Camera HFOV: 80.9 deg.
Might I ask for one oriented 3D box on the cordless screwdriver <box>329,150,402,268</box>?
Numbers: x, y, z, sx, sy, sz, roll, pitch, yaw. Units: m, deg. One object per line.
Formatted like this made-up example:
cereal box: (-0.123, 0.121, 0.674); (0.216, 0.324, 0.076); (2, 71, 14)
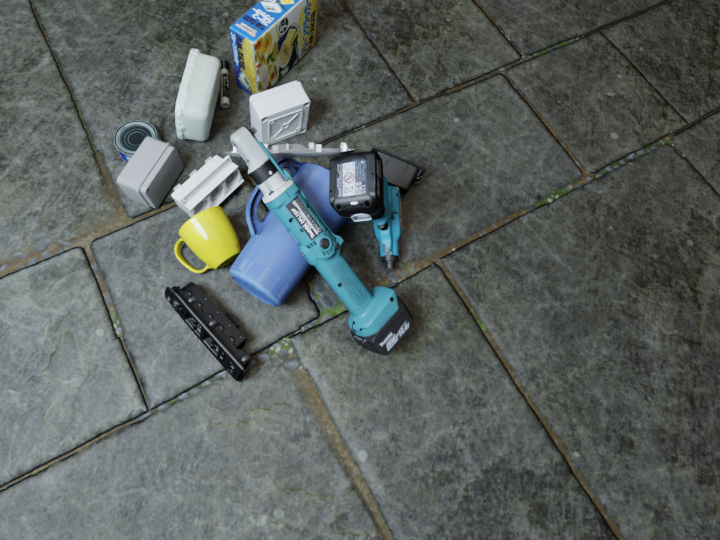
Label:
cordless screwdriver: (0.024, -0.094, 0.723); (0.076, 0.239, 0.161); (-5, 80, 18)

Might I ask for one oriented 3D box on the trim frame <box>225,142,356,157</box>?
trim frame: (-0.130, -0.230, 0.802); (0.245, 0.190, 0.027); (-6, 108, -10)

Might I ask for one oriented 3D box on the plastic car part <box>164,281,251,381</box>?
plastic car part: (-0.253, 0.091, 0.715); (0.207, 0.066, 0.066); (40, 60, 9)

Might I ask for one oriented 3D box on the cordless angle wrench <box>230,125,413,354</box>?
cordless angle wrench: (-0.066, -0.043, 0.673); (0.097, 0.077, 0.410); (-43, 108, -20)

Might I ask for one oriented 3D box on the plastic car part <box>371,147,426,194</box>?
plastic car part: (0.064, -0.192, 0.858); (0.118, 0.065, 0.071); (22, 83, 5)
